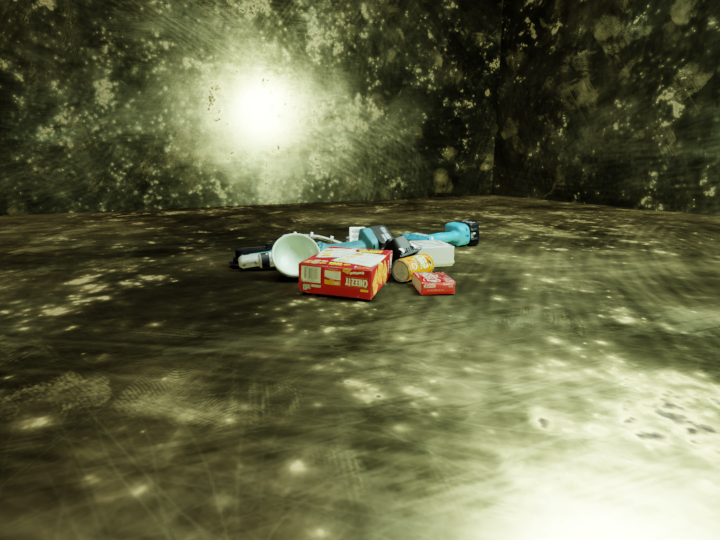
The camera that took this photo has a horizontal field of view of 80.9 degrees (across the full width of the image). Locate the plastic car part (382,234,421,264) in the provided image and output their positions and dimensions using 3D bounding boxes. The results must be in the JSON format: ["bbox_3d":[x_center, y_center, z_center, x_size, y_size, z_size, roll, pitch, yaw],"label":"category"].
[{"bbox_3d":[0.090,-0.051,1.073,0.064,0.072,0.117,-18,-11,-25],"label":"plastic car part"}]

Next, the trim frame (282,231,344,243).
[{"bbox_3d":[-0.128,-0.084,1.308,0.195,0.027,0.236,29,20,38],"label":"trim frame"}]

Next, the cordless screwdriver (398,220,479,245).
[{"bbox_3d":[0.264,-0.115,1.418,0.241,0.073,0.167,-13,18,-27],"label":"cordless screwdriver"}]

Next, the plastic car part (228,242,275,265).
[{"bbox_3d":[-0.266,-0.042,1.185,0.198,0.066,0.069,-8,21,-18],"label":"plastic car part"}]

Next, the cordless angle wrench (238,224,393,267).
[{"bbox_3d":[-0.121,-0.049,1.158,0.415,0.072,0.103,-9,41,-13],"label":"cordless angle wrench"}]
